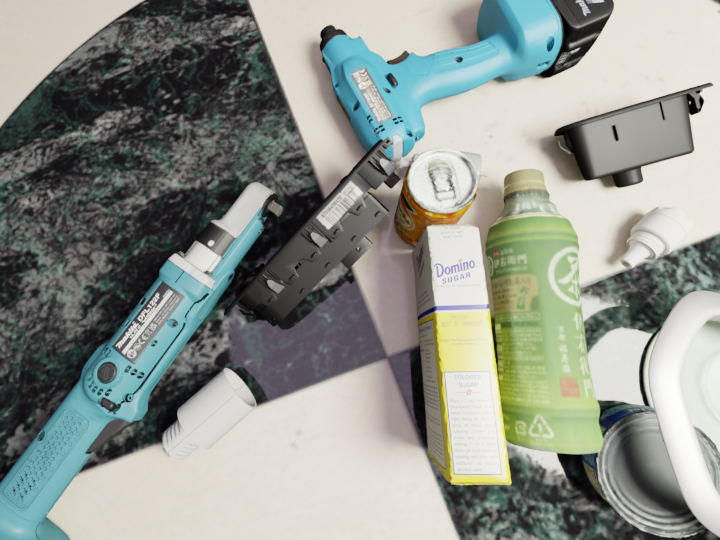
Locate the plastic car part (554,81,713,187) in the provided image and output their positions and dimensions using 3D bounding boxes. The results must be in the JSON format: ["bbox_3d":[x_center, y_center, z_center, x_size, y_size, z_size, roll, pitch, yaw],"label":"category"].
[{"bbox_3d":[0.243,-0.113,0.384,0.117,0.066,0.071,-19,91,3],"label":"plastic car part"}]

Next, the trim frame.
[{"bbox_3d":[0.312,0.115,0.304,0.247,0.027,0.185,22,73,-2],"label":"trim frame"}]

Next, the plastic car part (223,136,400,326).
[{"bbox_3d":[-0.036,-0.024,0.372,0.204,0.068,0.065,-42,105,8],"label":"plastic car part"}]

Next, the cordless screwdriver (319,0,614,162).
[{"bbox_3d":[0.089,-0.225,0.418,0.249,0.072,0.163,-27,76,2],"label":"cordless screwdriver"}]

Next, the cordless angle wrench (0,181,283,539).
[{"bbox_3d":[-0.207,0.092,0.369,0.100,0.073,0.423,31,79,10],"label":"cordless angle wrench"}]
